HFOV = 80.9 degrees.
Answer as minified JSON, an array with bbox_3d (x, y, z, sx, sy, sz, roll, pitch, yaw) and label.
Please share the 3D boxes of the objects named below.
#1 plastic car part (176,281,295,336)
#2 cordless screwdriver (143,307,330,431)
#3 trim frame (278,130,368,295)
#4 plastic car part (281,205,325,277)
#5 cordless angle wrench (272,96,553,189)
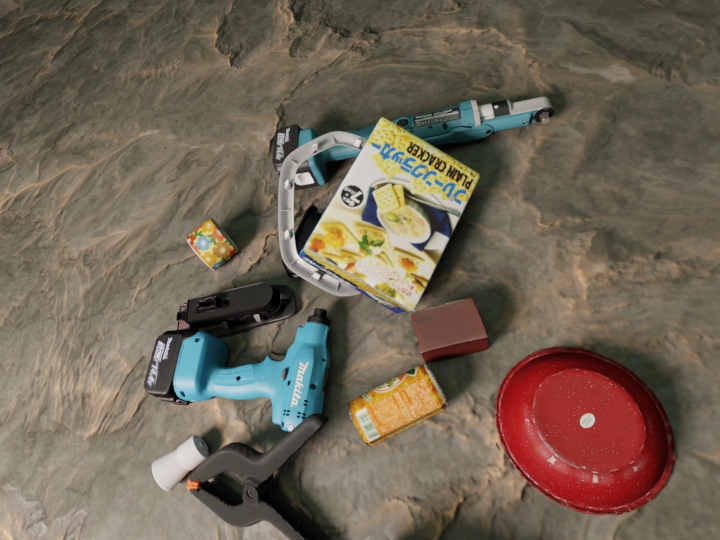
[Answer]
[{"bbox_3d":[-0.198,0.055,0.640,0.207,0.064,0.068,-11,54,13],"label":"plastic car part"},{"bbox_3d":[-0.162,0.121,0.584,0.257,0.071,0.162,2,64,19],"label":"cordless screwdriver"},{"bbox_3d":[-0.026,-0.088,0.610,0.182,0.027,0.252,0,76,-7],"label":"trim frame"},{"bbox_3d":[-0.063,-0.041,0.640,0.073,0.064,0.117,21,69,12],"label":"plastic car part"},{"bbox_3d":[0.069,-0.214,0.671,0.433,0.071,0.100,-7,62,16],"label":"cordless angle wrench"}]
